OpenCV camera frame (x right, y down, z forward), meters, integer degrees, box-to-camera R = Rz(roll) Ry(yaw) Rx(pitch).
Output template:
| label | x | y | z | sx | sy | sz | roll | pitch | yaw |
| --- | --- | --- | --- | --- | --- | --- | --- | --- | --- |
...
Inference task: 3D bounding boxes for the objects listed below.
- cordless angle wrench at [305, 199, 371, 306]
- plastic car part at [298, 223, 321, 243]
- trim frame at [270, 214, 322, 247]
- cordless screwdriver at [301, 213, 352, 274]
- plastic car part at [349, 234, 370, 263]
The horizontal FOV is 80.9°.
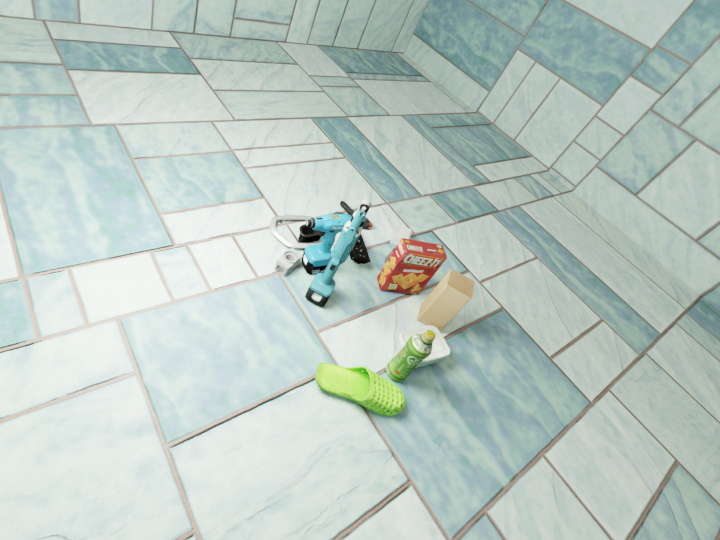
| label | x | y | z | sx | sy | sz | roll | pitch | yaw |
| --- | --- | --- | --- | --- | --- | --- | --- | --- | --- |
| cordless angle wrench | -0.062 | -0.051 | 1.270 | 0.074 | 0.421 | 0.098 | 29 | 42 | -2 |
| plastic car part | -0.186 | -0.130 | 1.549 | 0.112 | 0.070 | 0.069 | -18 | 59 | -38 |
| trim frame | -0.221 | -0.149 | 1.584 | 0.239 | 0.027 | 0.193 | -5 | 51 | -29 |
| cordless screwdriver | -0.137 | -0.090 | 1.401 | 0.153 | 0.247 | 0.078 | -4 | 53 | -31 |
| plastic car part | -0.020 | -0.095 | 1.595 | 0.064 | 0.066 | 0.211 | 7 | 46 | -22 |
